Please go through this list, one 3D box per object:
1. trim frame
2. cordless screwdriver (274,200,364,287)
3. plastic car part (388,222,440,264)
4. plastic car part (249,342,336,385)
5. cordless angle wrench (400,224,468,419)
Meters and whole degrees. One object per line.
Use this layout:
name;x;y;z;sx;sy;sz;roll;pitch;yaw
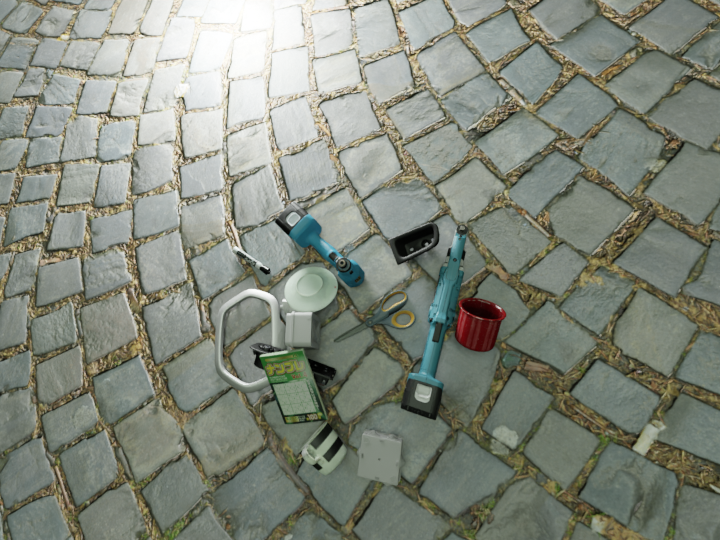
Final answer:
trim frame;-0.271;0.169;1.037;0.188;0.026;0.253;-6;73;13
cordless screwdriver;-0.097;-0.063;0.987;0.259;0.153;0.074;42;87;20
plastic car part;0.136;-0.062;0.974;0.119;0.068;0.067;-24;74;22
plastic car part;-0.161;0.220;0.968;0.206;0.065;0.066;22;104;8
cordless angle wrench;0.177;0.097;0.921;0.076;0.094;0.426;13;75;13
